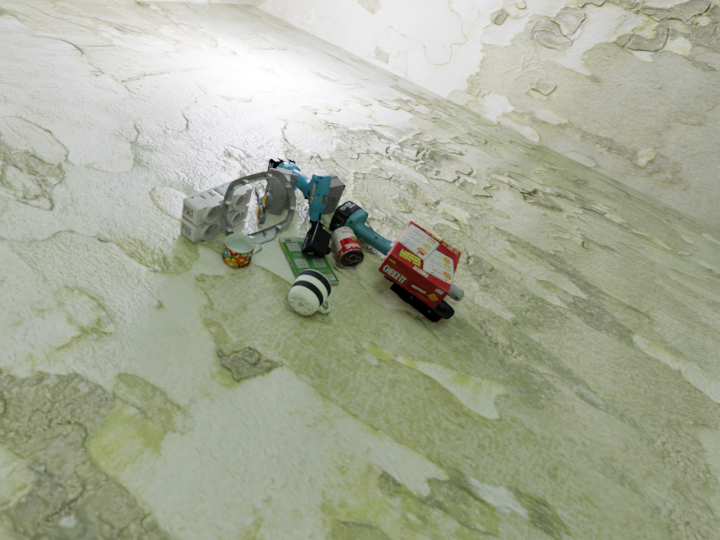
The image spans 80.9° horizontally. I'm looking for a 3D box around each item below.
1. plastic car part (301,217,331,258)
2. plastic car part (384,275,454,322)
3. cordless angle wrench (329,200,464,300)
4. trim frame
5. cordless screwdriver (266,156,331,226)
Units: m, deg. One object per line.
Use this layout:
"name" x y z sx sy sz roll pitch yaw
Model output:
"plastic car part" -0.109 -0.072 1.118 0.069 0.066 0.119 30 36 -19
"plastic car part" 0.141 0.063 1.073 0.208 0.067 0.065 36 32 12
"cordless angle wrench" 0.104 -0.048 1.196 0.436 0.073 0.096 36 40 16
"trim frame" -0.257 -0.161 1.093 0.029 0.180 0.241 15 29 37
"cordless screwdriver" -0.187 -0.241 1.266 0.071 0.156 0.263 -11 33 -41
